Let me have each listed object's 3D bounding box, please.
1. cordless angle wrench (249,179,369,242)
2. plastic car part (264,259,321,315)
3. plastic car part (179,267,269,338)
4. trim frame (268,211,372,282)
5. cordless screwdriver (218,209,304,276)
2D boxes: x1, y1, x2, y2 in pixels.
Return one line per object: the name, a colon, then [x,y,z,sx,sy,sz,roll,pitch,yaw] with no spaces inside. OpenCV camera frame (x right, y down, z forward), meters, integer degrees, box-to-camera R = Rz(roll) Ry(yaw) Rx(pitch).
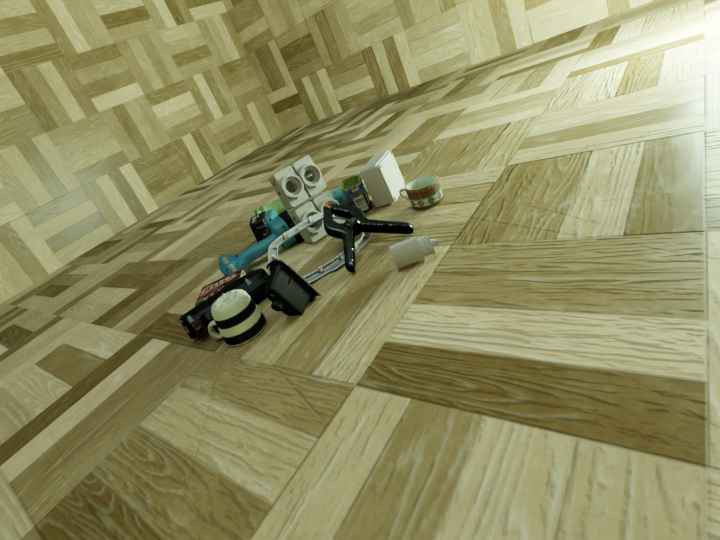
cordless angle wrench: [-0.103,-0.188,1.189,0.424,0.072,0.101,-22,24,3]
plastic car part: [-0.133,0.041,0.750,0.069,0.110,0.072,-9,52,33]
plastic car part: [-0.258,0.067,0.856,0.200,0.063,0.071,-40,37,-27]
trim frame: [-0.090,-0.059,0.922,0.244,0.026,0.195,-35,49,-23]
cordless screwdriver: [-0.259,-0.070,1.103,0.246,0.071,0.167,-37,27,-14]
